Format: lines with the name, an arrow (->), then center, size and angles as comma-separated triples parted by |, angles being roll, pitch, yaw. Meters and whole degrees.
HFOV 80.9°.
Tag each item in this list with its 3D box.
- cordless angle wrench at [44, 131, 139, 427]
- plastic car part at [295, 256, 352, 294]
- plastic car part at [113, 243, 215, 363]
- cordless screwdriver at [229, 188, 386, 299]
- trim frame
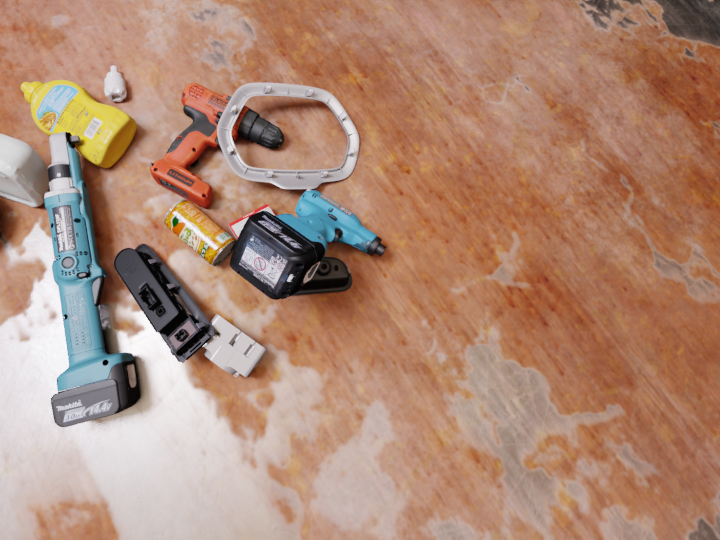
cordless angle wrench -> -0.408, -0.006, 0.611 | 0.097, 0.074, 0.429 | -13, 80, -10
plastic car part -> -0.067, 0.002, 0.655 | 0.116, 0.070, 0.067 | -2, 78, -4
plastic car part -> -0.298, 0.036, 0.610 | 0.066, 0.064, 0.212 | -46, 64, 2
cordless screwdriver -> -0.058, -0.038, 0.593 | 0.162, 0.246, 0.074 | 31, 117, 6
trim frame -> -0.112, -0.224, 0.703 | 0.240, 0.028, 0.185 | -4, 85, -25
